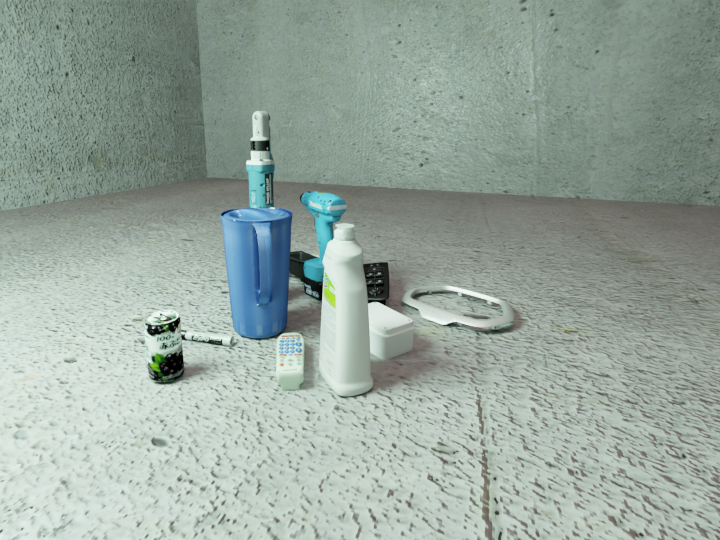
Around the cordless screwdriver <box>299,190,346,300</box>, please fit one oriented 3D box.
[{"bbox_3d":[-0.098,-0.064,1.005,0.071,0.245,0.168,-9,19,-33],"label":"cordless screwdriver"}]

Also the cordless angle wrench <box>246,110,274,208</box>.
[{"bbox_3d":[-0.215,-0.129,0.929,0.078,0.416,0.095,11,18,29],"label":"cordless angle wrench"}]

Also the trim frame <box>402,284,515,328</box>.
[{"bbox_3d":[0.211,0.076,0.931,0.177,0.027,0.263,-17,25,-42],"label":"trim frame"}]

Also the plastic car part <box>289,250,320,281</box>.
[{"bbox_3d":[-0.151,-0.007,1.107,0.063,0.070,0.123,-11,21,-35],"label":"plastic car part"}]

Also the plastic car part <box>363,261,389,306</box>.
[{"bbox_3d":[0.033,0.040,0.976,0.067,0.066,0.205,1,18,2],"label":"plastic car part"}]
